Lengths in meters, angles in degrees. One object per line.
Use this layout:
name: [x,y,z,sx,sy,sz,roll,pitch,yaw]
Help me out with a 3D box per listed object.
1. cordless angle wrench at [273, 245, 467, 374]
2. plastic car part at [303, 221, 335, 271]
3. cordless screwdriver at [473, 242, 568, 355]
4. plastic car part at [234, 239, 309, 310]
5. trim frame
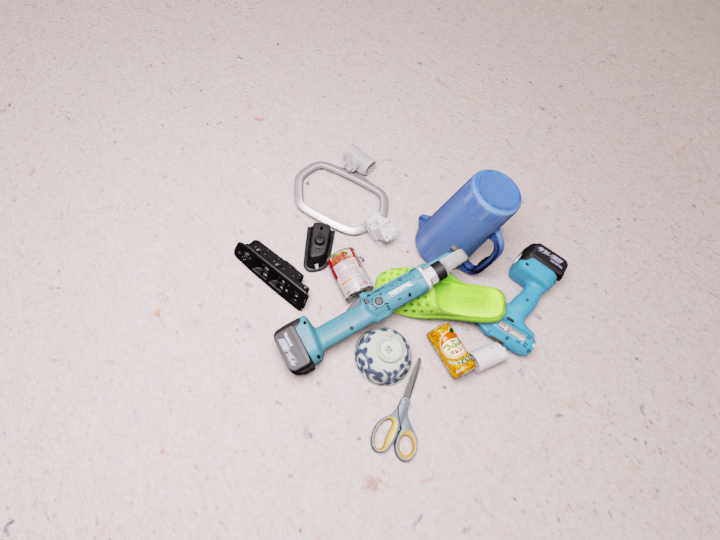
cordless angle wrench: [0.033,0.068,0.846,0.420,0.072,0.101,-29,69,-6]
plastic car part: [-0.093,-0.061,0.952,0.066,0.069,0.119,8,59,-3]
cordless screwdriver: [0.342,0.047,0.941,0.163,0.073,0.248,32,67,10]
plastic car part: [-0.187,-0.004,0.917,0.208,0.065,0.066,34,54,11]
trim frame: [-0.050,-0.183,1.046,0.253,0.027,0.184,26,64,9]
